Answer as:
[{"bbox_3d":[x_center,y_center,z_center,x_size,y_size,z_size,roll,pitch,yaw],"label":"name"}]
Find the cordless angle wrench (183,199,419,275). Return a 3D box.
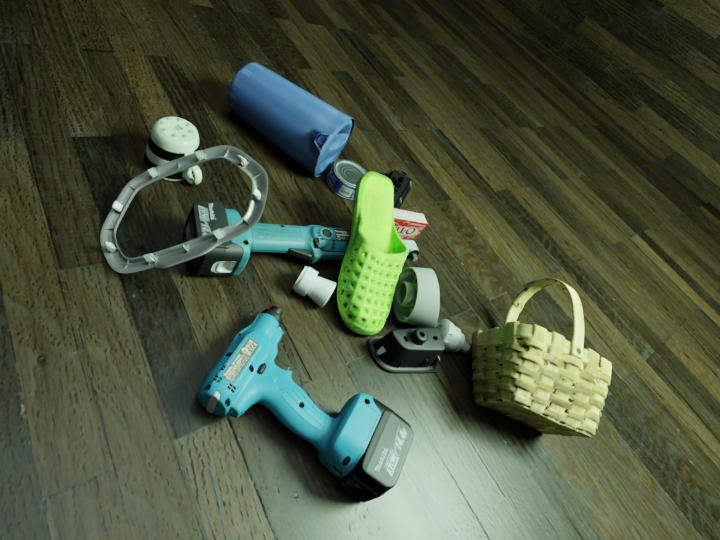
[{"bbox_3d":[-0.068,-0.045,0.700,0.405,0.075,0.102,1,56,-32],"label":"cordless angle wrench"}]

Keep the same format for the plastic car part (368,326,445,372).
[{"bbox_3d":[0.080,0.113,0.642,0.111,0.071,0.069,6,50,-29],"label":"plastic car part"}]

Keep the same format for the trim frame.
[{"bbox_3d":[-0.242,-0.087,0.573,0.249,0.026,0.191,-18,62,3],"label":"trim frame"}]

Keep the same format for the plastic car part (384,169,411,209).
[{"bbox_3d":[0.063,-0.156,0.875,0.066,0.068,0.202,38,47,-7],"label":"plastic car part"}]

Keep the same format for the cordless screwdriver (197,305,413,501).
[{"bbox_3d":[-0.058,0.155,0.530,0.250,0.074,0.159,30,44,3],"label":"cordless screwdriver"}]
